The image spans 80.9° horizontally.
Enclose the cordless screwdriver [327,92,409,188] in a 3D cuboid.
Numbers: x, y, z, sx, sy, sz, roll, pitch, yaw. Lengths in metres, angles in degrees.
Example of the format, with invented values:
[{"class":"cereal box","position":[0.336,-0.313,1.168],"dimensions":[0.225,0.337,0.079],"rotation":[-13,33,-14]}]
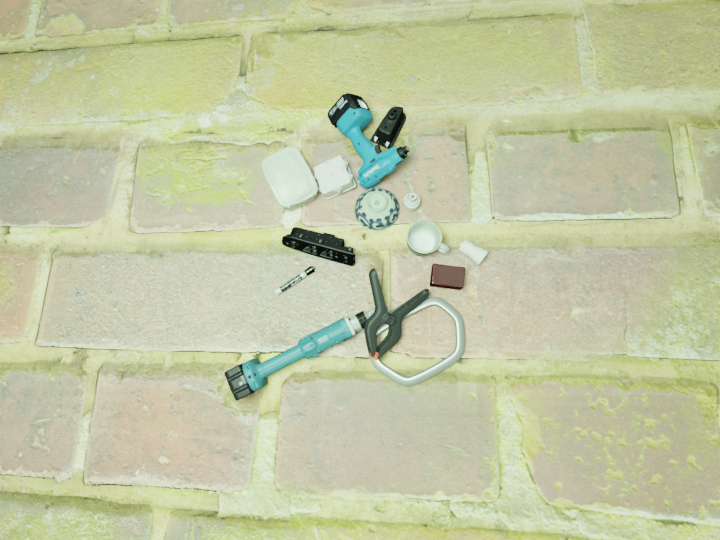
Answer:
[{"class":"cordless screwdriver","position":[0.021,-0.360,1.121],"dimensions":[0.163,0.071,0.254],"rotation":[-34,73,37]}]

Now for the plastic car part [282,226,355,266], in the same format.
[{"class":"plastic car part","position":[-0.108,-0.071,1.109],"dimensions":[0.207,0.064,0.068],"rotation":[12,70,9]}]

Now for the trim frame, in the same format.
[{"class":"trim frame","position":[0.138,0.170,1.040],"dimensions":[0.249,0.027,0.189],"rotation":[-30,76,1]}]

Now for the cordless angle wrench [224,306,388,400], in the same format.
[{"class":"cordless angle wrench","position":[-0.122,0.186,1.038],"dimensions":[0.421,0.096,0.076],"rotation":[-26,81,-3]}]

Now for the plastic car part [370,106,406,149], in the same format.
[{"class":"plastic car part","position":[0.082,-0.404,1.160],"dimensions":[0.067,0.069,0.116],"rotation":[28,85,8]}]
